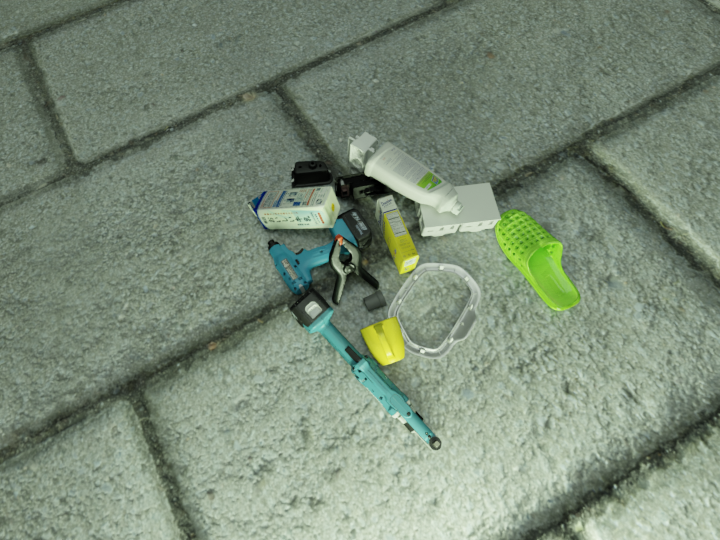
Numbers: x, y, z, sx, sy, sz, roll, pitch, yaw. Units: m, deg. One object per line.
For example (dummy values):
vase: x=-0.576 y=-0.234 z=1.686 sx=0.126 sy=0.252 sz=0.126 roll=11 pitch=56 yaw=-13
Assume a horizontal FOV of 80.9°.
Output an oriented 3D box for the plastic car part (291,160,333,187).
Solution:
plastic car part: x=-0.136 y=-0.272 z=1.153 sx=0.117 sy=0.069 sz=0.067 roll=-5 pitch=69 yaw=3

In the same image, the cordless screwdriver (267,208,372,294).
cordless screwdriver: x=-0.104 y=-0.068 z=1.063 sx=0.247 sy=0.072 sz=0.165 roll=-34 pitch=68 yaw=-7

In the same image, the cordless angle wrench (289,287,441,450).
cordless angle wrench: x=0.011 y=0.219 z=0.928 sx=0.074 sy=0.096 sz=0.435 roll=-41 pitch=75 yaw=-15

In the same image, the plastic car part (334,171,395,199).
plastic car part: x=0.037 y=-0.228 z=1.116 sx=0.201 sy=0.064 sz=0.070 roll=-15 pitch=42 yaw=-8

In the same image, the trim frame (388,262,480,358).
trim frame: x=0.179 y=0.088 z=1.002 sx=0.190 sy=0.027 sz=0.247 roll=33 pitch=71 yaw=15
